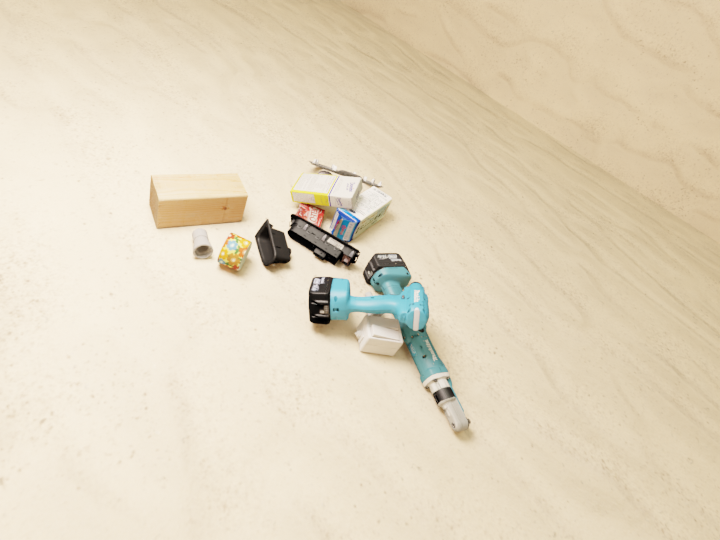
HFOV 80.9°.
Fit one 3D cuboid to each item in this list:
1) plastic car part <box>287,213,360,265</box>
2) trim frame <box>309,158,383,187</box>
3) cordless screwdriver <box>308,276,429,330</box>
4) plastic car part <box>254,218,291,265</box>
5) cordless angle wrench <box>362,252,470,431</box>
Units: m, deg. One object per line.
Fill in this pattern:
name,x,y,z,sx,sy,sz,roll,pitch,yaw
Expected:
plastic car part,-0.104,-0.068,1.067,0.207,0.065,0.067,35,67,10
trim frame,-0.042,-0.301,1.307,0.244,0.027,0.188,19,14,-10
cordless screwdriver,0.018,0.058,0.905,0.253,0.073,0.160,3,23,10
plastic car part,-0.201,-0.055,1.009,0.067,0.066,0.122,9,44,-40
cordless angle wrench,0.122,0.143,0.939,0.094,0.074,0.442,-1,49,-28
